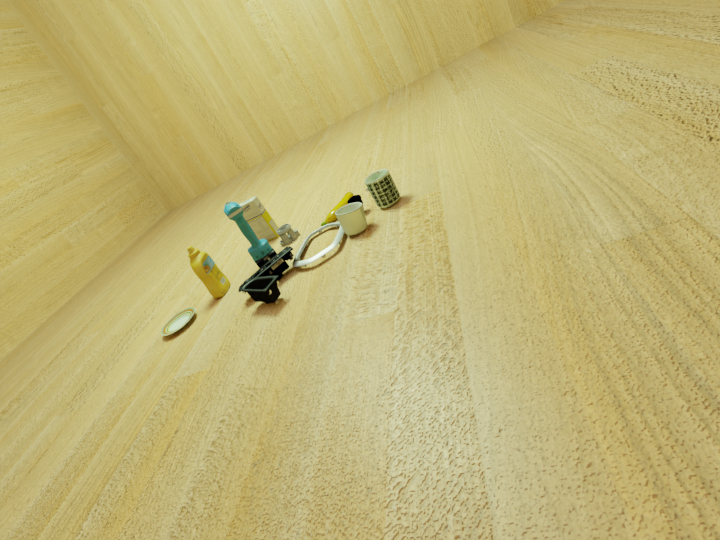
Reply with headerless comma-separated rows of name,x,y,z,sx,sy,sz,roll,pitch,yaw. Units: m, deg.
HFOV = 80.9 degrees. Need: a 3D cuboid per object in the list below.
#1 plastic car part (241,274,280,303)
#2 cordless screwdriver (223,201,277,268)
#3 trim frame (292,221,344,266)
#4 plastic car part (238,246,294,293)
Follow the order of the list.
plastic car part,-0.265,0.060,1.166,0.122,0.068,0.065,-7,33,41
cordless screwdriver,-0.367,-0.120,1.392,0.074,0.240,0.166,-35,24,-11
trim frame,-0.129,-0.084,1.316,0.189,0.026,0.252,-20,28,22
plastic car part,-0.278,0.009,1.272,0.201,0.064,0.069,-37,25,-11
